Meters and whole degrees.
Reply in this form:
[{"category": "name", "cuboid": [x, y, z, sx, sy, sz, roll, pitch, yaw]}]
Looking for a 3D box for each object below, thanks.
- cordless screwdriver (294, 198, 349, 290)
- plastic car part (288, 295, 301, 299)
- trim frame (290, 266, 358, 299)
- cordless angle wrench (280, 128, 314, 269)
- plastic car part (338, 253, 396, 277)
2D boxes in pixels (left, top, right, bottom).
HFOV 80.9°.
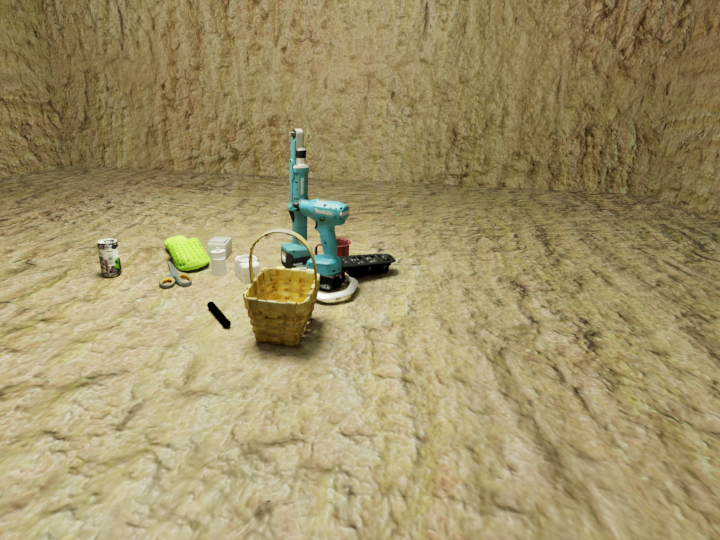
[{"category": "cordless screwdriver", "cuboid": [-0.115, -0.075, 1.172, 0.166, 0.244, 0.072, 13, 21, 26]}, {"category": "plastic car part", "cuboid": [-0.200, 0.049, 1.090, 0.121, 0.069, 0.065, 10, 21, 21]}, {"category": "trim frame", "cuboid": [-0.122, 0.033, 1.192, 0.263, 0.027, 0.177, 20, 28, 39]}, {"category": "cordless angle wrench", "cuboid": [-0.187, -0.207, 1.270, 0.094, 0.415, 0.078, -7, 22, -28]}, {"category": "plastic car part", "cuboid": [0.018, -0.014, 1.266, 0.196, 0.066, 0.070, -10, 24, -28]}]
